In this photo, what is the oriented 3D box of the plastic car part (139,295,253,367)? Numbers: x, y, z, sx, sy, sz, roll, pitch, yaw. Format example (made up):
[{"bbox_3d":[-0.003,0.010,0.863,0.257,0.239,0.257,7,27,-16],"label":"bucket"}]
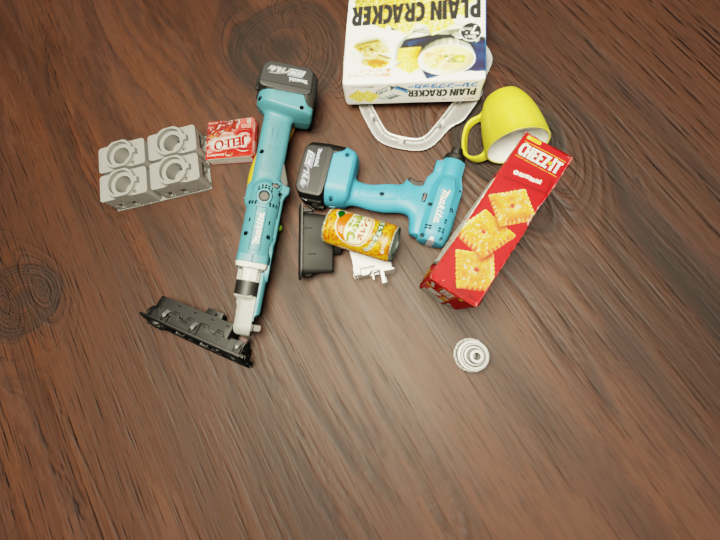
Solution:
[{"bbox_3d":[-0.260,0.089,0.674,0.208,0.064,0.067,15,72,13],"label":"plastic car part"}]

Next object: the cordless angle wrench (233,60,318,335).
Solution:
[{"bbox_3d":[-0.148,-0.112,0.663,0.097,0.075,0.425,10,82,-7],"label":"cordless angle wrench"}]

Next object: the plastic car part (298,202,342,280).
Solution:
[{"bbox_3d":[-0.066,-0.043,0.670,0.070,0.066,0.118,-3,81,-6],"label":"plastic car part"}]

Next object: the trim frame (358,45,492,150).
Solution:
[{"bbox_3d":[0.108,-0.313,0.709,0.190,0.027,0.248,35,84,15],"label":"trim frame"}]

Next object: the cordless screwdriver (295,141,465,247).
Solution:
[{"bbox_3d":[0.033,-0.144,0.664,0.254,0.072,0.160,17,81,10],"label":"cordless screwdriver"}]
